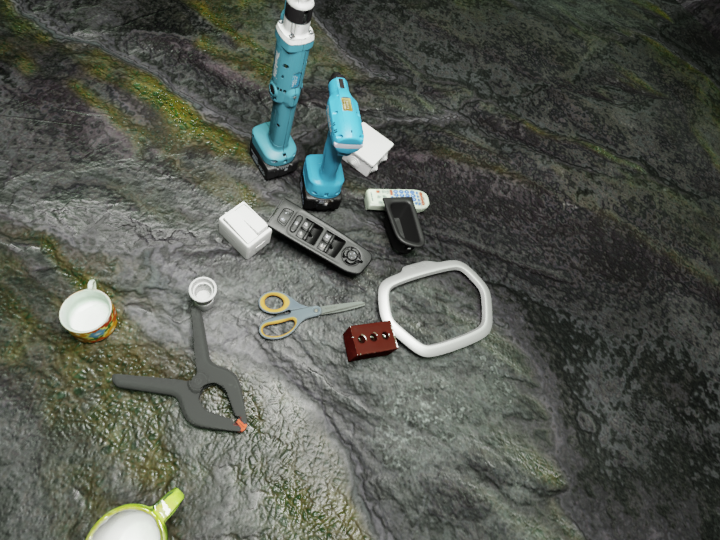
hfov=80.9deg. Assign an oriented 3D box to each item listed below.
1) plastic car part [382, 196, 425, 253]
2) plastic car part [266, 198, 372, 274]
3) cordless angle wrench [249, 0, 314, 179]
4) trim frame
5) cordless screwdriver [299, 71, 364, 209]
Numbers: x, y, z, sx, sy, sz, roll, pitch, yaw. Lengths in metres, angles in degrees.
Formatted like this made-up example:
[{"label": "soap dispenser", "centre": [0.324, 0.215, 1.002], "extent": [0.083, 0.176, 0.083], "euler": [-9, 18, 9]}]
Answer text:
[{"label": "plastic car part", "centre": [0.079, -0.083, 0.849], "extent": [0.064, 0.070, 0.120], "euler": [-4, 65, -18]}, {"label": "plastic car part", "centre": [-0.078, -0.051, 0.798], "extent": [0.204, 0.066, 0.066], "euler": [29, 61, 2]}, {"label": "cordless angle wrench", "centre": [-0.128, -0.315, 0.721], "extent": [0.072, 0.421, 0.100], "euler": [-24, 75, -26]}, {"label": "trim frame", "centre": [0.147, 0.064, 0.813], "extent": [0.242, 0.027, 0.190], "euler": [-16, 68, -20]}, {"label": "cordless screwdriver", "centre": [-0.059, -0.230, 0.792], "extent": [0.072, 0.248, 0.164], "euler": [0, 65, -18]}]
